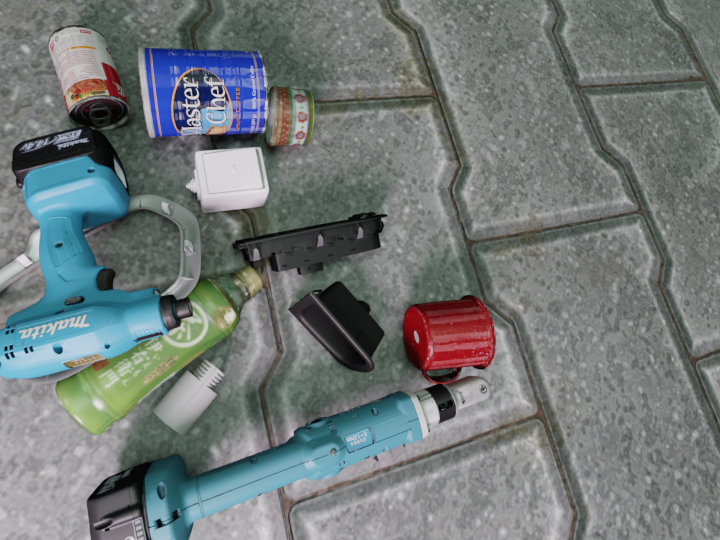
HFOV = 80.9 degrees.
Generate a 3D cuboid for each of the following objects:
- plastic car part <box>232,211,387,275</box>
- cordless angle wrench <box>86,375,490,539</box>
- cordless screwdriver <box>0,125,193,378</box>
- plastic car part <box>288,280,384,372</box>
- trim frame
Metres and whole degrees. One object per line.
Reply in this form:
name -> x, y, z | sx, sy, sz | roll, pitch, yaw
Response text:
plastic car part -> -0.052, -0.034, 0.532 | 0.198, 0.068, 0.067 | -18, 91, -20
cordless angle wrench -> -0.041, 0.184, 0.441 | 0.413, 0.099, 0.075 | -14, 82, -18
cordless screwdriver -> -0.260, -0.032, 0.419 | 0.157, 0.072, 0.259 | -15, 61, -9
plastic car part -> -0.019, 0.060, 0.518 | 0.116, 0.067, 0.070 | 45, 53, -4
trim frame -> -0.285, 0.005, 0.447 | 0.245, 0.026, 0.193 | -38, 62, -19
